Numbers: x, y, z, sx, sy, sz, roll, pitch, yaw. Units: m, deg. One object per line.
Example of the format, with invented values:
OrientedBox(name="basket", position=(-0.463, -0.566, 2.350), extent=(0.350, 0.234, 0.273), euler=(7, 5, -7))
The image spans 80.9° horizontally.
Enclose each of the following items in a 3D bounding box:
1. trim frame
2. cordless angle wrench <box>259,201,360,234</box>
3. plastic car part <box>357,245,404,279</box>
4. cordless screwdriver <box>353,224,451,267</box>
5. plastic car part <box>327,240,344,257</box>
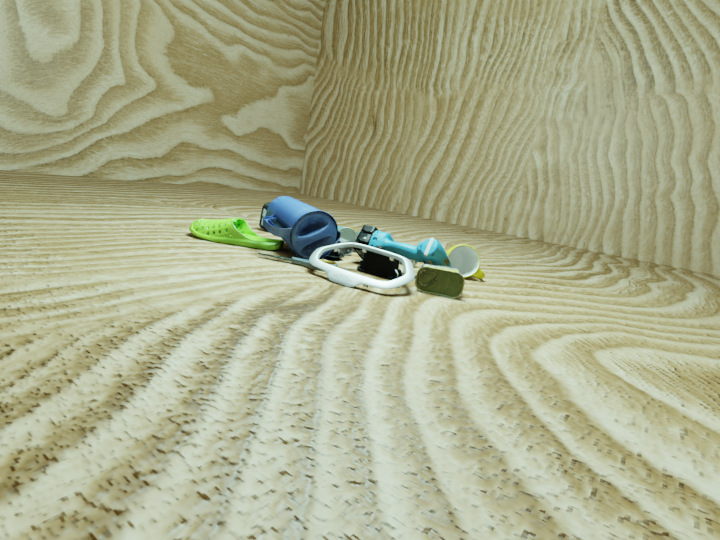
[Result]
OrientedBox(name="trim frame", position=(0.002, -0.013, 0.953), extent=(0.261, 0.027, 0.180), euler=(19, 31, 27))
OrientedBox(name="cordless angle wrench", position=(-0.130, -0.135, 1.412), extent=(0.434, 0.097, 0.073), euler=(16, 12, 14))
OrientedBox(name="plastic car part", position=(0.048, -0.024, 1.040), extent=(0.122, 0.070, 0.063), euler=(18, 13, 25))
OrientedBox(name="cordless screwdriver", position=(0.114, -0.040, 1.108), extent=(0.262, 0.074, 0.150), euler=(14, -21, 38))
OrientedBox(name="plastic car part", position=(-0.117, -0.077, 1.201), extent=(0.063, 0.067, 0.215), euler=(9, 11, -42))
